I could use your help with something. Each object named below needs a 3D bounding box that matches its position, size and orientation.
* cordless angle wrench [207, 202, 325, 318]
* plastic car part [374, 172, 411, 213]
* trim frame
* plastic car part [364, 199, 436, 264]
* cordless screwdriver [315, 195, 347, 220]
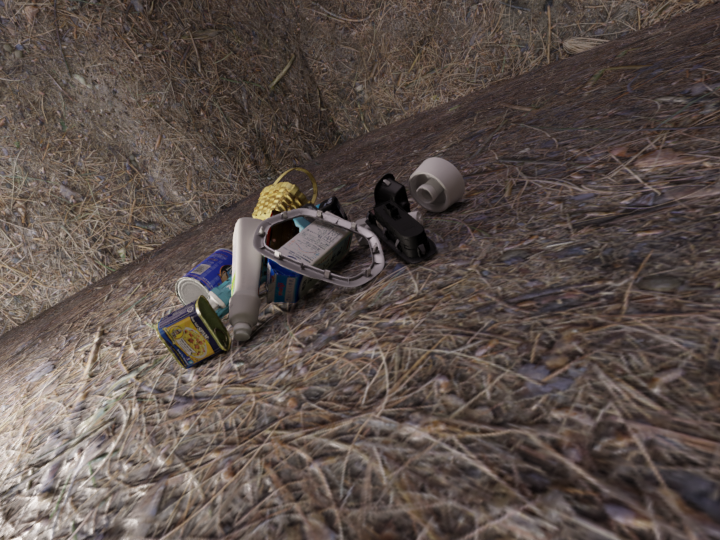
[{"bbox_3d":[-0.228,0.005,0.923,0.418,0.101,0.073,-44,-19,-29],"label":"cordless angle wrench"},{"bbox_3d":[0.075,-0.139,0.892,0.065,0.111,0.075,-32,43,-19],"label":"plastic car part"},{"bbox_3d":[-0.075,-0.049,0.769,0.256,0.027,0.183,22,46,15],"label":"trim frame"},{"bbox_3d":[0.070,-0.081,0.760,0.065,0.064,0.213,-18,36,-12],"label":"plastic car part"},{"bbox_3d":[-0.160,-0.113,1.147,0.251,0.072,0.162,-27,19,9],"label":"cordless screwdriver"}]
